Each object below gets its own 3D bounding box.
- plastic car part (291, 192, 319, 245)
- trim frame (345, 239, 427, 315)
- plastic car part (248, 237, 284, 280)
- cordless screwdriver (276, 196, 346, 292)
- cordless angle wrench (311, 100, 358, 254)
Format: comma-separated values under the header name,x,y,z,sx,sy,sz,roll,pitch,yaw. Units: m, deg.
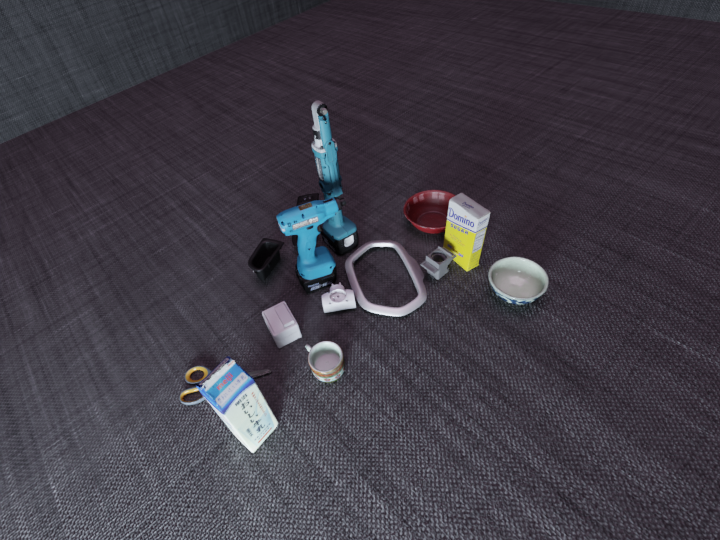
name,x,y,z,sx,sy,sz,roll,pitch,yaw
plastic car part,-0.155,-0.133,1.210,0.067,0.064,0.208,-3,47,6
trim frame,0.063,0.014,1.057,0.183,0.026,0.260,-18,47,-5
plastic car part,-0.251,-0.022,1.124,0.068,0.068,0.117,10,50,18
cordless screwdriver,-0.099,-0.065,1.016,0.157,0.239,0.078,-20,48,-10
cordless angle wrench,-0.073,-0.216,1.035,0.073,0.406,0.103,-29,50,-19
